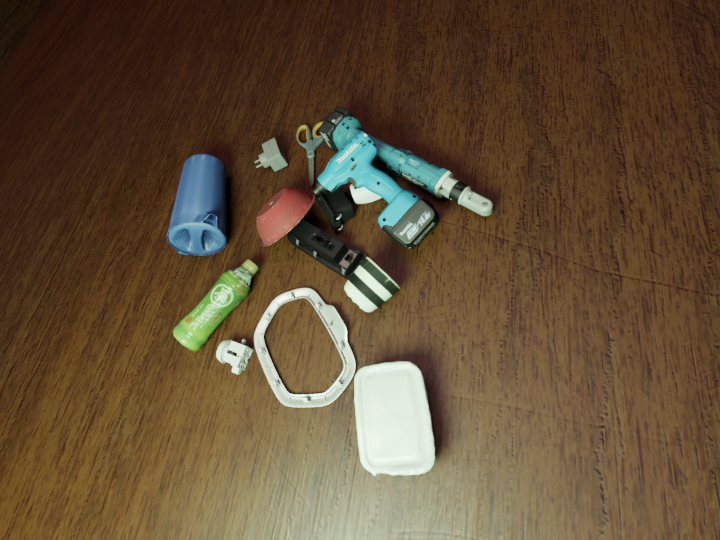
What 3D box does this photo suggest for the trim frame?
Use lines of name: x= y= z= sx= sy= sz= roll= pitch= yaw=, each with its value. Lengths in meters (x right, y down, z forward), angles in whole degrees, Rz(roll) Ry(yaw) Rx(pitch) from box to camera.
trim frame: x=-0.113 y=0.143 z=0.819 sx=0.184 sy=0.026 sz=0.261 roll=-34 pitch=55 yaw=1

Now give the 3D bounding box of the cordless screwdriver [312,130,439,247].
cordless screwdriver: x=0.025 y=-0.144 z=0.844 sx=0.160 sy=0.071 sz=0.257 roll=-44 pitch=72 yaw=12

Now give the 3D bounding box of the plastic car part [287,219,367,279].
plastic car part: x=-0.088 y=-0.057 z=0.895 sx=0.214 sy=0.063 sz=0.066 roll=30 pitch=85 yaw=34

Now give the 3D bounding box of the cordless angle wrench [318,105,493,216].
cordless angle wrench: x=0.088 y=-0.227 z=0.896 sx=0.445 sy=0.093 sz=0.074 roll=36 pitch=84 yaw=29

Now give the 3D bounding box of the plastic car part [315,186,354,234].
plastic car part: x=-0.051 y=-0.148 z=0.931 sx=0.070 sy=0.063 sz=0.122 roll=-20 pitch=54 yaw=-7
